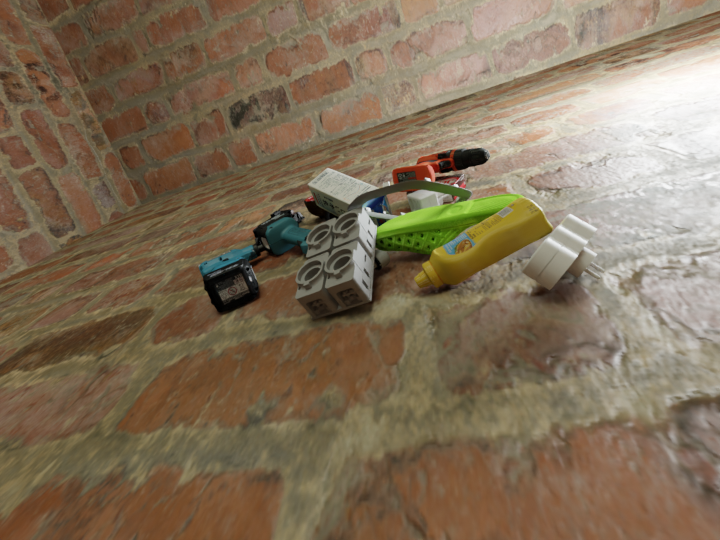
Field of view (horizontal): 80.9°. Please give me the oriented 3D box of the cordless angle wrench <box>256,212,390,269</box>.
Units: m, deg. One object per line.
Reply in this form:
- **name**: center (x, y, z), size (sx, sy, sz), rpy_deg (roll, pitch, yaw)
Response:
- **cordless angle wrench**: center (-0.088, -0.057, 0.898), size (0.096, 0.072, 0.446), rpy_deg (-33, 29, -27)

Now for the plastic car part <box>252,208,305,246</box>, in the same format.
- **plastic car part**: center (-0.234, -0.125, 1.174), size (0.069, 0.065, 0.201), rpy_deg (1, 33, 28)

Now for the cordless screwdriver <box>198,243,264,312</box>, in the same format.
- **cordless screwdriver**: center (-0.267, -0.002, 0.919), size (0.157, 0.072, 0.259), rpy_deg (-26, 20, -14)

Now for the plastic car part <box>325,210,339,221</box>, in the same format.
- **plastic car part**: center (-0.040, -0.157, 1.093), size (0.117, 0.065, 0.071), rpy_deg (-23, 6, 2)

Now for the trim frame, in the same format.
- **trim frame**: center (0.092, -0.126, 0.792), size (0.237, 0.028, 0.189), rpy_deg (0, -15, -37)
